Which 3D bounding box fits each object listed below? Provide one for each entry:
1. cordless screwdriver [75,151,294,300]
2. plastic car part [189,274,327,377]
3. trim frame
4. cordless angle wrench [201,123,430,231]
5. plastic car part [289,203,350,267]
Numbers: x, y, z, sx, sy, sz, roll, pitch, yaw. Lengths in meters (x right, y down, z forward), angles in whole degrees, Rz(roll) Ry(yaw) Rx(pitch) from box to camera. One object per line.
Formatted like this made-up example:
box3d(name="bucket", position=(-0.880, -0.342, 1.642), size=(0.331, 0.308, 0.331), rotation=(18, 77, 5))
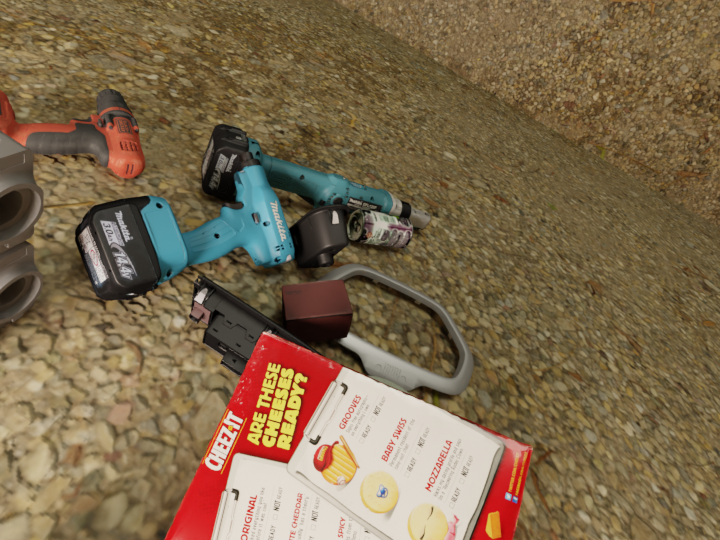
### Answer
box3d(name="cordless screwdriver", position=(-0.195, -0.063, 0.502), size=(0.239, 0.077, 0.160), rotation=(-17, 87, -46))
box3d(name="plastic car part", position=(-0.101, 0.086, 0.447), size=(0.203, 0.066, 0.067), rotation=(30, 47, -1))
box3d(name="trim frame", position=(0.047, 0.076, 0.585), size=(0.245, 0.027, 0.187), rotation=(26, 36, -8))
box3d(name="cordless angle wrench", position=(-0.047, -0.130, 0.710), size=(0.405, 0.098, 0.078), rotation=(11, 39, -28))
box3d(name="plastic car part", position=(-0.057, -0.038, 0.587), size=(0.063, 0.119, 0.072), rotation=(0, 72, -36))
